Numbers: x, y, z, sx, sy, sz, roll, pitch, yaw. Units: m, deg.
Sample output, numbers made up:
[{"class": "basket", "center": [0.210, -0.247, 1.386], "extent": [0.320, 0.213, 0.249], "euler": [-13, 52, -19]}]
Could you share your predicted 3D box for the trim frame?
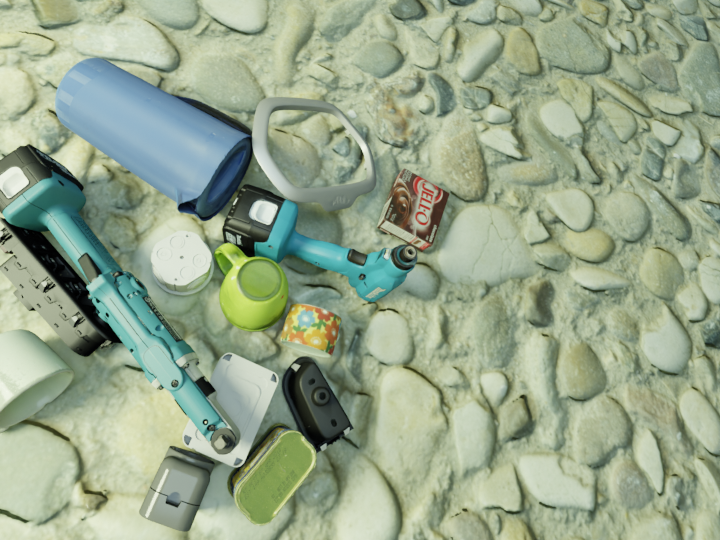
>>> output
[{"class": "trim frame", "center": [-0.062, -0.179, 0.639], "extent": [0.239, 0.028, 0.186], "euler": [-19, 82, -48]}]

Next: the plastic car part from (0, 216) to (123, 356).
[{"class": "plastic car part", "center": [-0.367, 0.028, 0.509], "extent": [0.204, 0.066, 0.067], "euler": [43, 75, 3]}]

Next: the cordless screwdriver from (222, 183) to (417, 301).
[{"class": "cordless screwdriver", "center": [-0.055, -0.036, 0.564], "extent": [0.247, 0.159, 0.075], "euler": [23, 67, -6]}]

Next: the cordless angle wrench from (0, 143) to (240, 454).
[{"class": "cordless angle wrench", "center": [-0.277, 0.032, 0.487], "extent": [0.074, 0.096, 0.432], "euler": [-41, 79, -8]}]

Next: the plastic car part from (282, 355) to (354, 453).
[{"class": "plastic car part", "center": [-0.054, 0.167, 0.536], "extent": [0.064, 0.072, 0.118], "euler": [-25, 83, -25]}]
